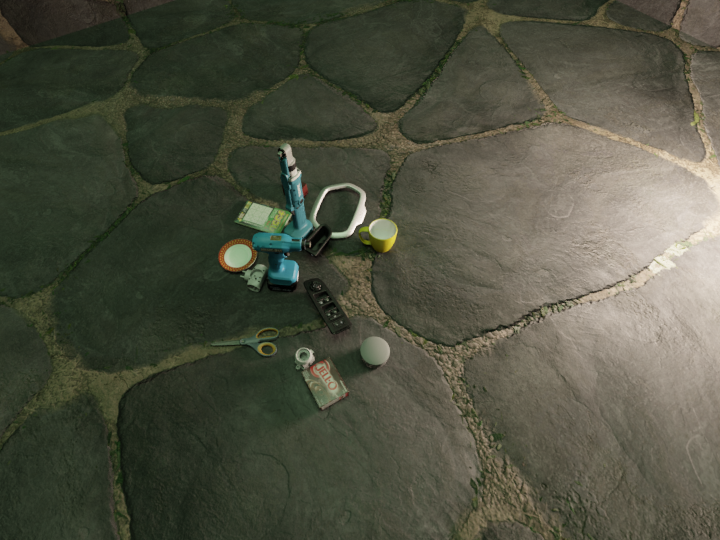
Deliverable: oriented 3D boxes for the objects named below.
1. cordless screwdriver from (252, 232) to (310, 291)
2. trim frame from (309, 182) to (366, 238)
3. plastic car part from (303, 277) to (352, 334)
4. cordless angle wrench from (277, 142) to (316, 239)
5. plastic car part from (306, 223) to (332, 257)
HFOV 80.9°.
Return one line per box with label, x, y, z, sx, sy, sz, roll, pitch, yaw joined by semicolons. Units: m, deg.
cordless screwdriver;-0.218;-0.025;1.244;0.161;0.241;0.076;4;58;3
trim frame;-0.076;-0.213;1.482;0.189;0.026;0.251;13;59;12
plastic car part;-0.102;0.106;1.254;0.065;0.065;0.213;-27;59;-14
cordless angle wrench;-0.199;-0.216;1.266;0.077;0.410;0.097;30;63;17
plastic car part;-0.135;-0.088;1.381;0.068;0.068;0.116;30;63;19
